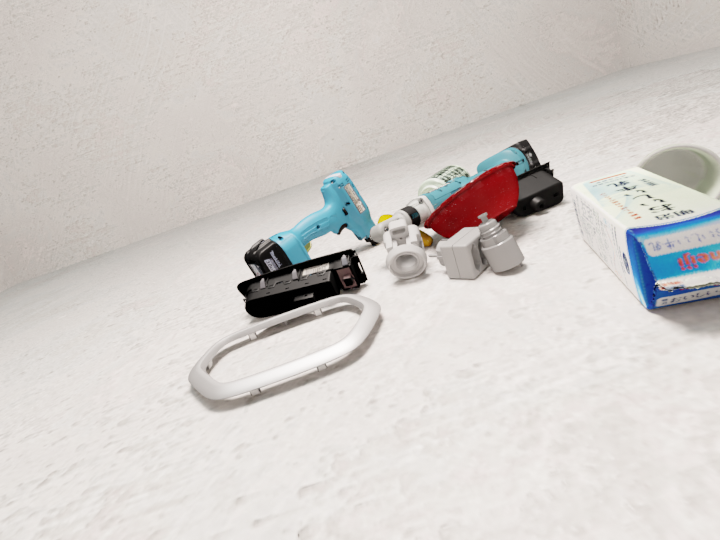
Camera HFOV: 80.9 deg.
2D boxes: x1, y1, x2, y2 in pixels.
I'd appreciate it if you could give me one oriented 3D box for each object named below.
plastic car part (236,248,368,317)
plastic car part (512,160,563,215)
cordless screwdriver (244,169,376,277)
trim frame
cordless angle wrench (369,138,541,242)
[{"bbox_3d":[-0.094,0.031,0.638,0.208,0.063,0.069,-12,43,19],"label":"plastic car part"},{"bbox_3d":[0.280,-0.121,0.693,0.116,0.063,0.074,-24,31,-5],"label":"plastic car part"},{"bbox_3d":[-0.074,-0.048,0.757,0.246,0.154,0.077,-45,22,-23],"label":"cordless screwdriver"},{"bbox_3d":[-0.092,0.087,0.518,0.248,0.027,0.189,-22,19,-3],"label":"trim frame"},{"bbox_3d":[0.176,-0.139,0.759,0.412,0.074,0.100,-29,3,-33],"label":"cordless angle wrench"}]
